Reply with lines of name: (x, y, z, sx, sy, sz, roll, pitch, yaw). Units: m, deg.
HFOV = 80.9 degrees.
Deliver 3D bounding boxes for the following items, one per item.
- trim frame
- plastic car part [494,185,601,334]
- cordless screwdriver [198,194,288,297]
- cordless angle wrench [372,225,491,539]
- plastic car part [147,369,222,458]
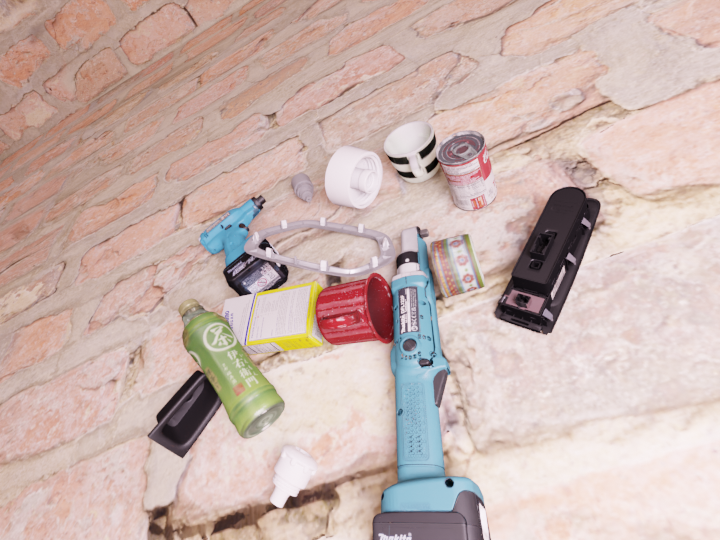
trim frame: (-0.065, -0.043, 0.666, 0.260, 0.027, 0.181, 14, 33, 26)
plastic car part: (0.229, -0.028, 0.516, 0.070, 0.064, 0.202, 12, 59, 46)
cordless screwdriver: (-0.210, -0.055, 0.801, 0.159, 0.070, 0.263, -42, 41, -6)
cordless angle wrench: (0.068, 0.102, 0.501, 0.100, 0.070, 0.434, -16, 46, 20)
plastic car part: (-0.259, 0.201, 0.632, 0.074, 0.063, 0.116, 4, 52, 51)
